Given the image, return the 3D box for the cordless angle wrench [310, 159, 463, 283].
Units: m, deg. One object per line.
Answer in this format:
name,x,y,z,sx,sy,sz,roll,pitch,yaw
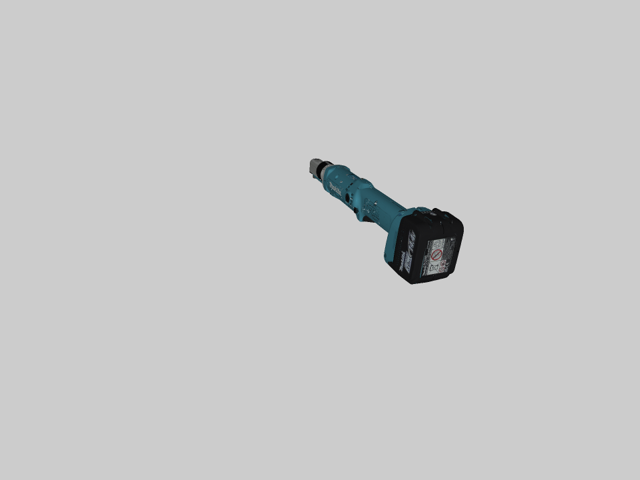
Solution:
cordless angle wrench,0.070,-0.071,0.723,0.074,0.098,0.422,-7,29,-23
